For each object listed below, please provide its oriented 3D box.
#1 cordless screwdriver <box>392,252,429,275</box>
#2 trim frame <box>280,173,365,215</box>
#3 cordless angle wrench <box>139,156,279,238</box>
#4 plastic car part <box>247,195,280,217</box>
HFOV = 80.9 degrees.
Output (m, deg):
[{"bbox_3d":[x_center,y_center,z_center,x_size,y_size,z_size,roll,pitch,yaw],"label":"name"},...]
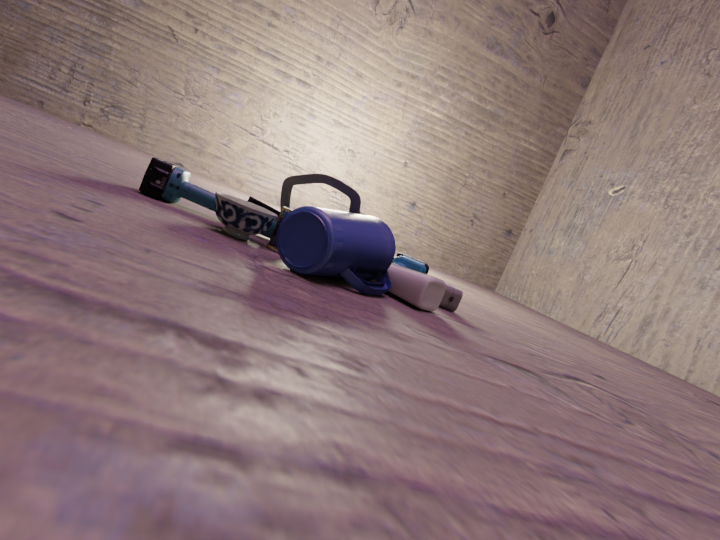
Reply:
[{"bbox_3d":[0.114,0.013,1.041,0.166,0.074,0.239,25,11,22],"label":"cordless screwdriver"},{"bbox_3d":[-0.085,-0.125,0.908,0.186,0.028,0.244,20,-33,2],"label":"trim frame"},{"bbox_3d":[-0.251,-0.120,0.915,0.411,0.074,0.101,23,5,-15],"label":"cordless angle wrench"},{"bbox_3d":[-0.255,-0.139,1.129,0.116,0.066,0.071,26,-9,-3],"label":"plastic car part"}]
